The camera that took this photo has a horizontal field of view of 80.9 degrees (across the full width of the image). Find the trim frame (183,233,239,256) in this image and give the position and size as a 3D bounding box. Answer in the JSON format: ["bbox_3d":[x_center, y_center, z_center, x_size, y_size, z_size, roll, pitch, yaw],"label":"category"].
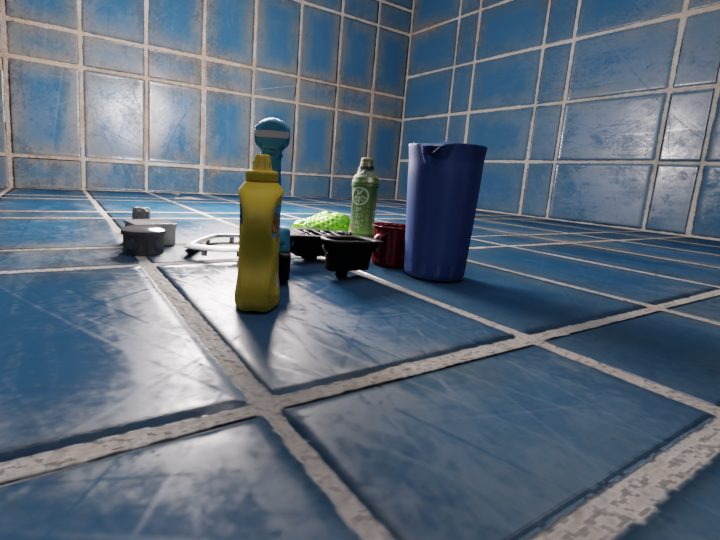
[{"bbox_3d":[-0.274,-0.056,0.898,0.184,0.027,0.251,3,12,-2],"label":"trim frame"}]

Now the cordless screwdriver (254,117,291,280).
[{"bbox_3d":[-0.149,-0.114,0.688,0.073,0.246,0.163,3,10,-12],"label":"cordless screwdriver"}]

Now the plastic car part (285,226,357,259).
[{"bbox_3d":[-0.084,-0.055,0.859,0.194,0.066,0.070,-7,15,-40],"label":"plastic car part"}]

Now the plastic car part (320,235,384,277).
[{"bbox_3d":[-0.024,-0.024,0.727,0.111,0.070,0.070,-7,16,-44],"label":"plastic car part"}]
